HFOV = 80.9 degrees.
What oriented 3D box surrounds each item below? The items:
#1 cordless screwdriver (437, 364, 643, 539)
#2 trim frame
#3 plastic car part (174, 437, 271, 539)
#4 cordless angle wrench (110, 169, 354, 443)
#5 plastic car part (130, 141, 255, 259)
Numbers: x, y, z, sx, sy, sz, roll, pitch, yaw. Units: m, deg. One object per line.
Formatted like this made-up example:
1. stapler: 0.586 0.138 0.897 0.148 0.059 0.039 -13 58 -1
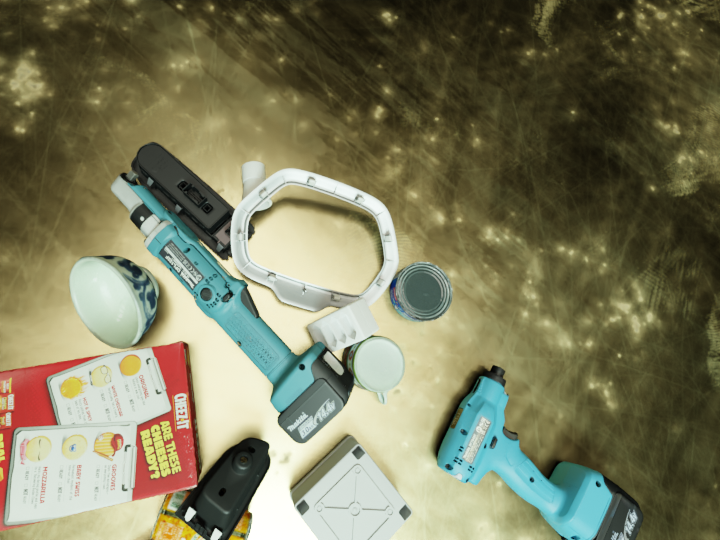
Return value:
1. cordless screwdriver: 0.242 0.256 0.570 0.250 0.074 0.159 32 73 3
2. trim frame: -0.058 -0.038 0.593 0.242 0.028 0.184 19 88 -14
3. plastic car part: -0.145 0.238 0.486 0.067 0.070 0.115 31 42 7
4. cordless angle wrench: -0.186 0.027 0.552 0.430 0.073 0.098 45 100 8
5. plastic car part: -0.242 -0.106 0.589 0.205 0.066 0.066 42 80 5
